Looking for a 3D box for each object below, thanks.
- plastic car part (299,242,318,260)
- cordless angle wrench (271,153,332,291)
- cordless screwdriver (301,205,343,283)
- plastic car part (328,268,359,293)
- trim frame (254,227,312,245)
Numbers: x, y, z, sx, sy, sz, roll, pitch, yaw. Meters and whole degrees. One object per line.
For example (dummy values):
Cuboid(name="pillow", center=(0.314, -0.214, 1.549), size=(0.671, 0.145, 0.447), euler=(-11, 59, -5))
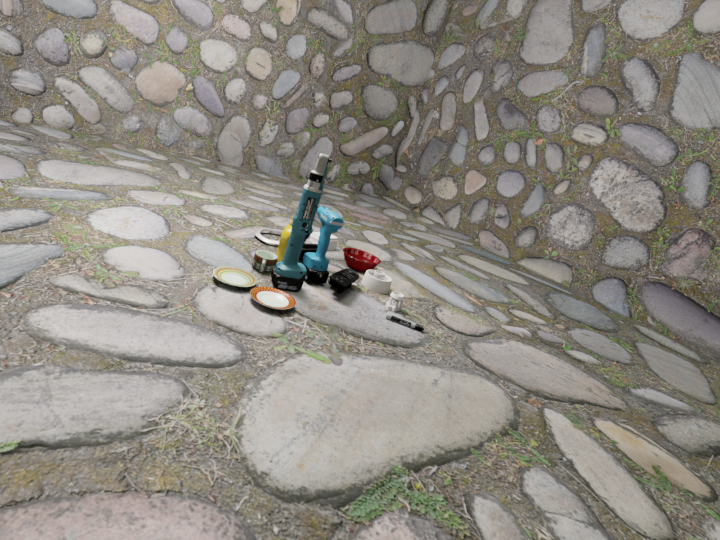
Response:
Cuboid(name="plastic car part", center=(-0.195, -0.061, 1.574), size=(0.111, 0.070, 0.070), euler=(3, 23, -40))
Cuboid(name="cordless angle wrench", center=(-0.171, -0.142, 1.263), size=(0.095, 0.419, 0.077), euler=(13, 17, -21))
Cuboid(name="cordless screwdriver", center=(-0.139, -0.091, 1.425), size=(0.071, 0.246, 0.168), euler=(9, 19, -31))
Cuboid(name="plastic car part", center=(-0.055, 0.038, 1.412), size=(0.068, 0.066, 0.199), euler=(22, 18, 11))
Cuboid(name="trim frame", center=(-0.316, -0.130, 1.737), size=(0.238, 0.027, 0.194), euler=(7, 20, -28))
